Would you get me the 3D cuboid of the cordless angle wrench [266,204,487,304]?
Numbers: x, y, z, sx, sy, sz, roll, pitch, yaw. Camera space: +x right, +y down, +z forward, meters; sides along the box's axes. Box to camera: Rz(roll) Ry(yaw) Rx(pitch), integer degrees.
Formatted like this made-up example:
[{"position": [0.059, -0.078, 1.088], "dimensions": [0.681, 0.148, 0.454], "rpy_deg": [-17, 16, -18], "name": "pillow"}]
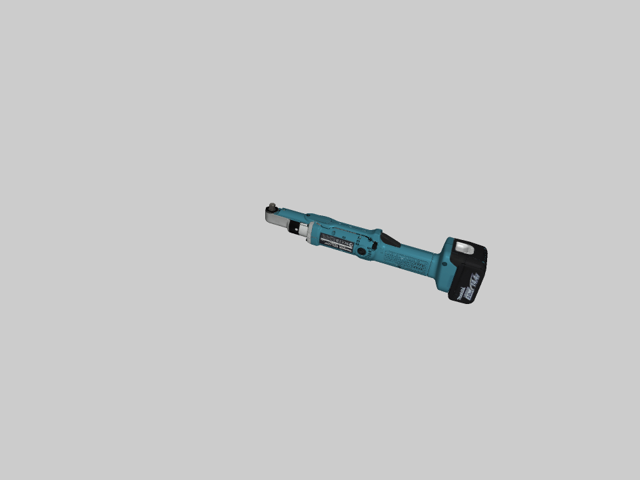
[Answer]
[{"position": [0.087, 0.007, 0.800], "dimensions": [0.423, 0.098, 0.074], "rpy_deg": [16, 37, 14], "name": "cordless angle wrench"}]
